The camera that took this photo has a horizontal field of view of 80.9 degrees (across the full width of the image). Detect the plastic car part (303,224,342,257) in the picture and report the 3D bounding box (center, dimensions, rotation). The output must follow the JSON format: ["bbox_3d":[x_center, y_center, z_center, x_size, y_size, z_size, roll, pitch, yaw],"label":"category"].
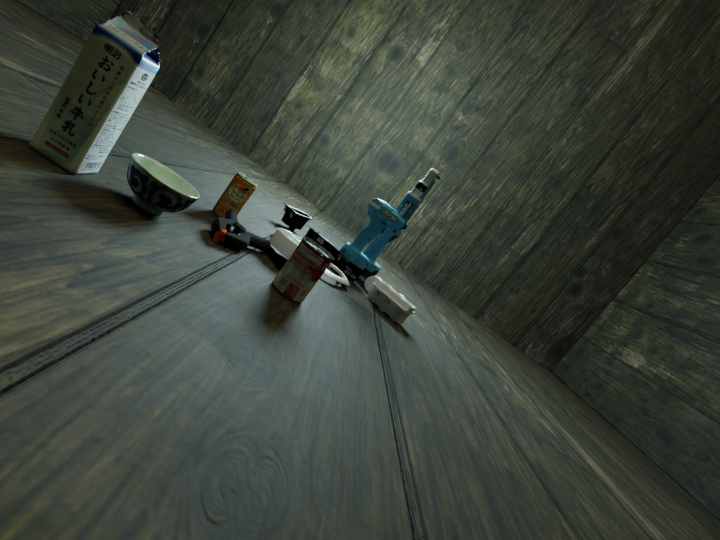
[{"bbox_3d":[-0.125,-0.082,1.277,0.063,0.067,0.213,31,9,-31],"label":"plastic car part"}]

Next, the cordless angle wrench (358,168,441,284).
[{"bbox_3d":[0.110,-0.147,1.354,0.099,0.423,0.074,37,8,2],"label":"cordless angle wrench"}]

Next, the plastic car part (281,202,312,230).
[{"bbox_3d":[-0.212,-0.163,1.375,0.069,0.071,0.110,41,9,29],"label":"plastic car part"}]

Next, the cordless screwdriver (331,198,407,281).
[{"bbox_3d":[0.029,-0.084,1.275,0.150,0.249,0.079,29,11,-41],"label":"cordless screwdriver"}]

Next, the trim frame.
[{"bbox_3d":[-0.129,-0.035,1.132,0.251,0.027,0.183,36,8,3],"label":"trim frame"}]
